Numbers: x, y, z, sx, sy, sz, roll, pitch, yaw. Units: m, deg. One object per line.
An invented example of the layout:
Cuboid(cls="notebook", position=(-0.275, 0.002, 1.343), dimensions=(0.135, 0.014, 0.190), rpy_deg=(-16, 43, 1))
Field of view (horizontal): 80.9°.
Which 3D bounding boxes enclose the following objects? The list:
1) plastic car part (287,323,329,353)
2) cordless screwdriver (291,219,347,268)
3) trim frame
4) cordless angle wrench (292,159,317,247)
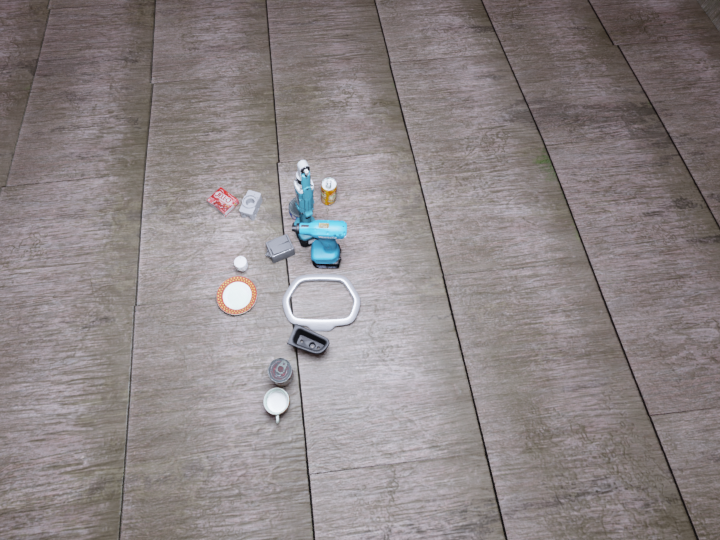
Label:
Cuboid(cls="plastic car part", position=(-0.153, 0.218, 1.271), dimensions=(0.118, 0.069, 0.066), rpy_deg=(21, 68, 7))
Cuboid(cls="cordless screwdriver", position=(-0.128, -0.084, 1.310), dimensions=(0.159, 0.244, 0.076), rpy_deg=(3, 68, -3))
Cuboid(cls="trim frame", position=(-0.125, 0.099, 1.347), dimensions=(0.248, 0.027, 0.188), rpy_deg=(-1, 66, 0))
Cuboid(cls="cordless angle wrench", position=(-0.166, -0.199, 1.269), dimensions=(0.073, 0.415, 0.101), rpy_deg=(-22, 72, -13))
